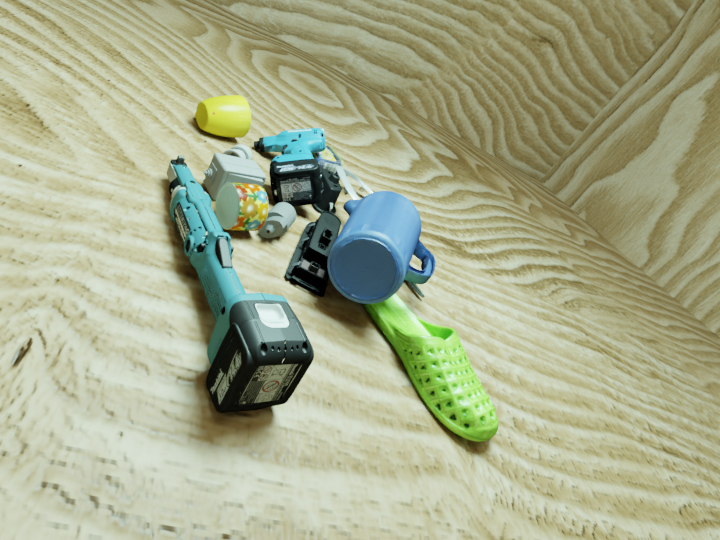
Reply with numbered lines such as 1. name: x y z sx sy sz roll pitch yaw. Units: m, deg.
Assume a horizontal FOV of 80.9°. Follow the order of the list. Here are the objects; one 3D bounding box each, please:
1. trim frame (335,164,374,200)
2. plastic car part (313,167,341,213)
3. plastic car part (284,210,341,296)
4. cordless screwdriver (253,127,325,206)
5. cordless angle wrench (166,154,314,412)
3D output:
1. trim frame: 0.016 -0.148 0.927 0.175 0.028 0.260 33 19 -34
2. plastic car part: -0.069 -0.174 0.886 0.063 0.071 0.122 15 30 -30
3. plastic car part: -0.068 -0.045 0.696 0.066 0.066 0.206 21 27 -8
4. cordless screwdriver: -0.150 -0.222 0.860 0.160 0.072 0.257 -5 38 0
5. cordless angle wrench: -0.190 -0.029 0.529 0.070 0.097 0.446 7 33 -40
